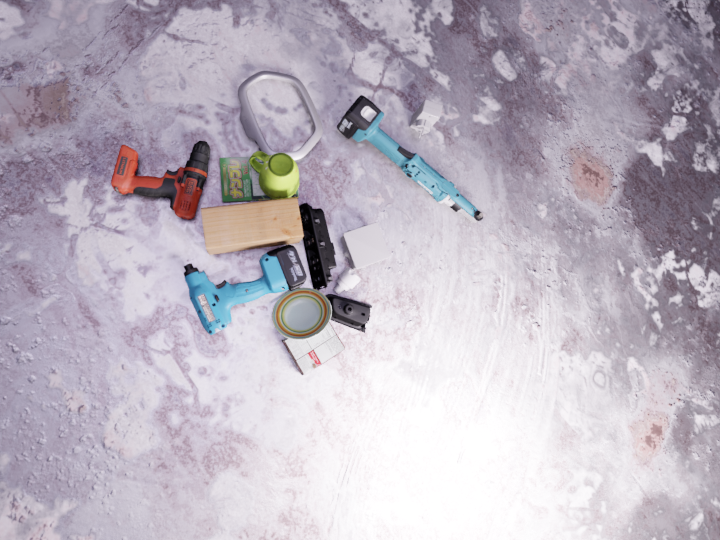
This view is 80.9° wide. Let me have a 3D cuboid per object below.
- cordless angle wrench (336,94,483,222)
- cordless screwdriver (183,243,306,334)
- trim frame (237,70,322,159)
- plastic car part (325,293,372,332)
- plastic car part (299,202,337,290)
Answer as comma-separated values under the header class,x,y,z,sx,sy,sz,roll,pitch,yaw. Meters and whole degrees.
class,x,y,z,sx,sy,sz,roll,pitch,yaw
cordless angle wrench,0.133,-0.255,1.036,0.418,0.099,0.074,38,75,-6
cordless screwdriver,-0.251,0.014,0.921,0.246,0.074,0.160,-27,86,-10
trim frame,-0.197,-0.376,1.022,0.181,0.027,0.252,-22,82,-15
plastic car part,-0.026,0.091,0.945,0.114,0.072,0.066,20,76,-11
plastic car part,-0.095,-0.062,0.967,0.065,0.067,0.205,-14,82,-24
